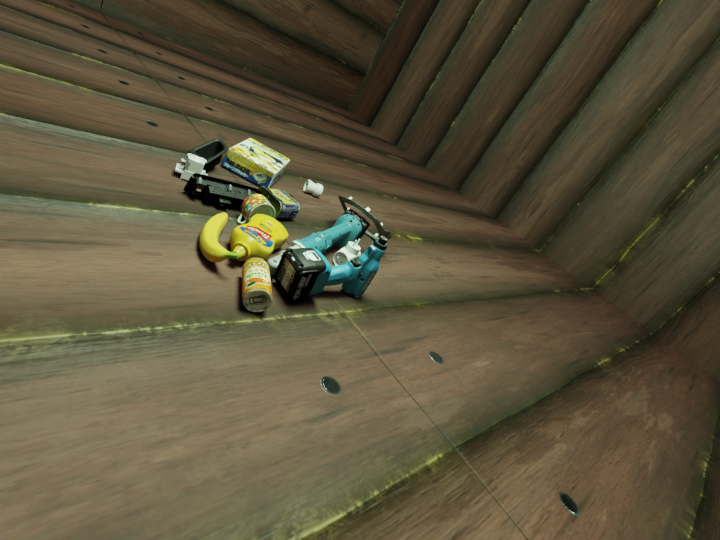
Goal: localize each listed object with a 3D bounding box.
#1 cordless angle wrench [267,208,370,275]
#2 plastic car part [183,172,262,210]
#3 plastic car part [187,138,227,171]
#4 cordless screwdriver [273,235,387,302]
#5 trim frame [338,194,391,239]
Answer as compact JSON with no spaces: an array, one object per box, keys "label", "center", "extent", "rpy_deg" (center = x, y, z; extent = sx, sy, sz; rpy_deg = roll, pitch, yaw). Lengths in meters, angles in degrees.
[{"label":"cordless angle wrench","center":[-0.102,-0.067,1.043],"extent":[0.076,0.098,0.413],"rpy_deg":[39,29,9]},{"label":"plastic car part","center":[-0.330,-0.187,1.056],"extent":[0.193,0.066,0.070],"rpy_deg":[3,46,-45]},{"label":"plastic car part","center":[-0.424,-0.315,1.187],"extent":[0.067,0.070,0.116],"rpy_deg":[33,41,4]},{"label":"cordless screwdriver","center":[-0.052,-0.011,0.902],"extent":[0.237,0.158,0.078],"rpy_deg":[0,39,-45]},{"label":"trim frame","center":[0.013,-0.152,1.267],"extent":[0.192,0.027,0.239],"rpy_deg":[39,-8,20]}]
